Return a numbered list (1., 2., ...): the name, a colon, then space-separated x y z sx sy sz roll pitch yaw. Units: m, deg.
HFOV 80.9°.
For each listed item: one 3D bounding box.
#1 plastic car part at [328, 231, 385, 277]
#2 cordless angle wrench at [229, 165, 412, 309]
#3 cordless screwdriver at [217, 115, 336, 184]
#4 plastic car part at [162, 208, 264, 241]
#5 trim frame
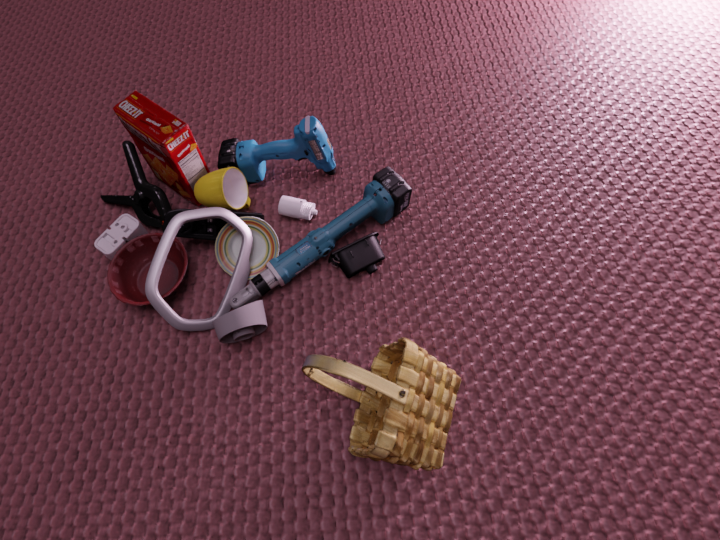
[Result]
1. plastic car part: 0.002 -0.024 0.846 0.115 0.065 0.072 -24 80 -12
2. cordless angle wrench: -0.083 -0.054 0.850 0.420 0.095 0.077 -37 71 -10
3. cordless screwdriver: -0.183 -0.247 0.948 0.254 0.151 0.076 -9 59 16
4. plastic car part: -0.308 -0.103 0.888 0.198 0.065 0.070 0 31 -17
5. trim frame: -0.306 -0.005 0.821 0.178 0.028 0.250 20 78 -19
